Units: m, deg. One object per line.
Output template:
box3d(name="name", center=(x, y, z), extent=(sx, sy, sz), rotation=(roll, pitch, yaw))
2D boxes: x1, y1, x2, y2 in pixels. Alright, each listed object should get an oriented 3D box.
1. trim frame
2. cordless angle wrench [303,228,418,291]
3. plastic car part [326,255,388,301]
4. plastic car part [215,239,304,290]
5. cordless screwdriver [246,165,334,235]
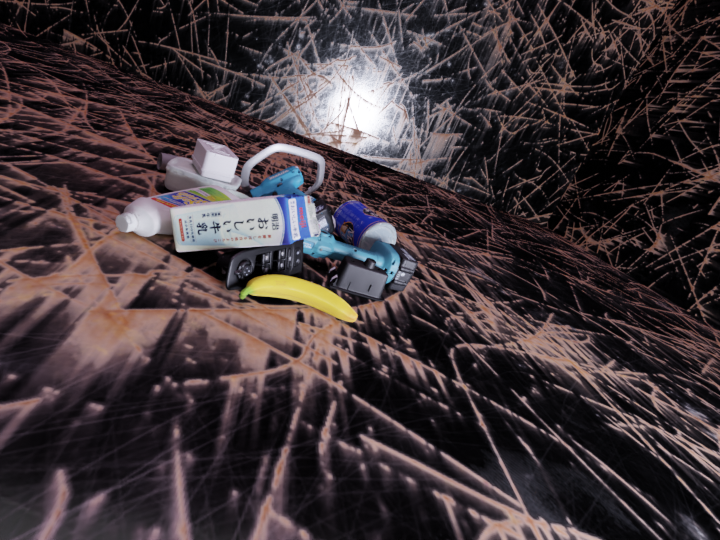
box3d(name="trim frame", center=(-0.200, -0.251, 1.115), extent=(0.236, 0.185, 0.029), rotation=(3, 48, -44))
box3d(name="cordless angle wrench", center=(-0.083, -0.054, 0.847), extent=(0.407, 0.074, 0.102), rotation=(16, 20, -23))
box3d(name="plastic car part", center=(0.001, 0.008, 0.813), extent=(0.114, 0.070, 0.068), rotation=(15, 22, -12))
box3d(name="plastic car part", center=(-0.171, -0.018, 0.719), extent=(0.070, 0.065, 0.197), rotation=(19, 18, 19))
box3d(name="cordless screwdriver", center=(-0.175, -0.151, 0.998), extent=(0.158, 0.071, 0.263), rotation=(-29, 46, -10))
